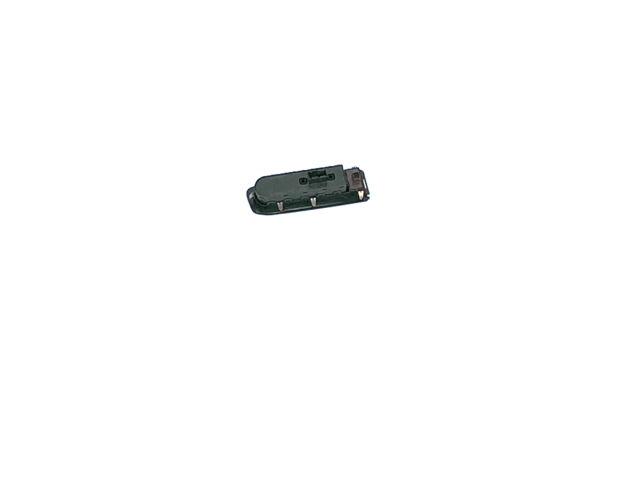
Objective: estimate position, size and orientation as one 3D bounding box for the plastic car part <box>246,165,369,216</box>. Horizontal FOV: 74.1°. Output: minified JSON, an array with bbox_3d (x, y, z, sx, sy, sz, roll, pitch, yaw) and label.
[{"bbox_3d":[-0.022,-0.084,0.694,0.203,0.066,0.067,-11,-17,-2],"label":"plastic car part"}]
